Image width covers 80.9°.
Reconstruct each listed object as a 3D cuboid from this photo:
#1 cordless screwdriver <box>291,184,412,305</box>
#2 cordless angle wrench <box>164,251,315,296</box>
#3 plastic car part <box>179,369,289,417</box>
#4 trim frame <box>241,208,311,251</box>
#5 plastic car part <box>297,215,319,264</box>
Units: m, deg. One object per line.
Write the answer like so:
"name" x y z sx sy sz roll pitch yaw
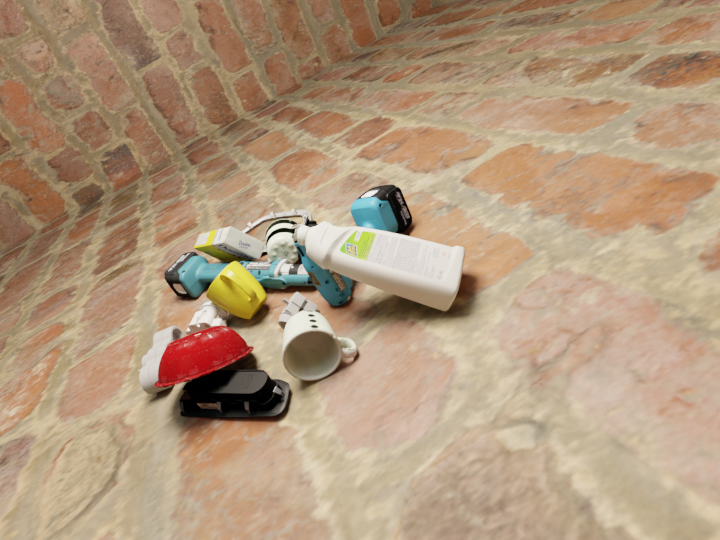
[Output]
"cordless screwdriver" -0.016 -0.074 0.764 0.078 0.153 0.246 -2 37 48
"cordless angle wrench" -0.246 0.009 0.899 0.442 0.071 0.098 0 40 32
"plastic car part" -0.198 0.180 0.641 0.210 0.064 0.066 -5 30 26
"trim frame" -0.230 -0.098 1.068 0.260 0.026 0.184 -1 42 33
"plastic car part" -0.087 -0.057 0.887 0.072 0.063 0.119 -5 40 8
